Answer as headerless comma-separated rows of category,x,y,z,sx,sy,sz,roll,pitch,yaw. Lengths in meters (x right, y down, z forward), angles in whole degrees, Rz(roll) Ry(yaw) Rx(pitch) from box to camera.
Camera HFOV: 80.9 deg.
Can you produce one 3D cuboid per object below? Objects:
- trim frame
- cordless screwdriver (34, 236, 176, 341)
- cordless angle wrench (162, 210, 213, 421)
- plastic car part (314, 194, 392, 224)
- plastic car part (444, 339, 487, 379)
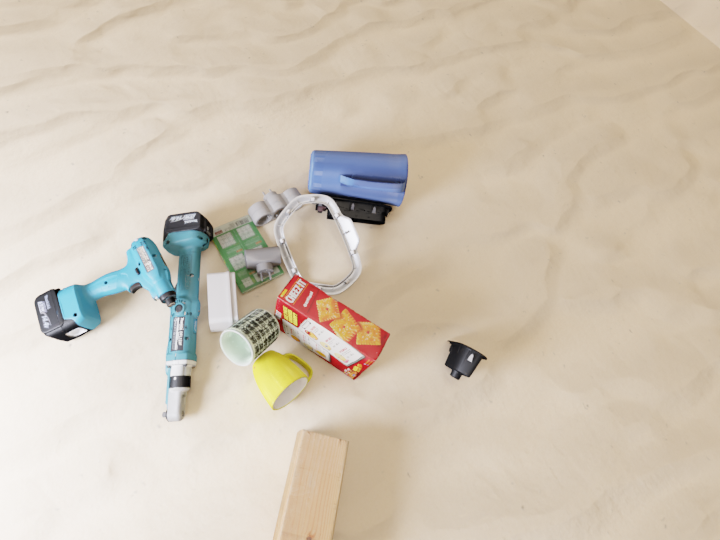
trim frame,-0.096,-0.063,0.984,0.182,0.027,0.252,-21,80,-11
cordless screwdriver,-0.494,0.057,0.836,0.247,0.072,0.165,-33,70,-9
cordless angle wrench,-0.364,0.083,0.873,0.099,0.072,0.434,-8,67,5
plastic car part,-0.018,-0.147,1.051,0.200,0.066,0.068,3,73,-8
plastic car part,0.212,0.193,0.887,0.067,0.115,0.071,30,86,3
